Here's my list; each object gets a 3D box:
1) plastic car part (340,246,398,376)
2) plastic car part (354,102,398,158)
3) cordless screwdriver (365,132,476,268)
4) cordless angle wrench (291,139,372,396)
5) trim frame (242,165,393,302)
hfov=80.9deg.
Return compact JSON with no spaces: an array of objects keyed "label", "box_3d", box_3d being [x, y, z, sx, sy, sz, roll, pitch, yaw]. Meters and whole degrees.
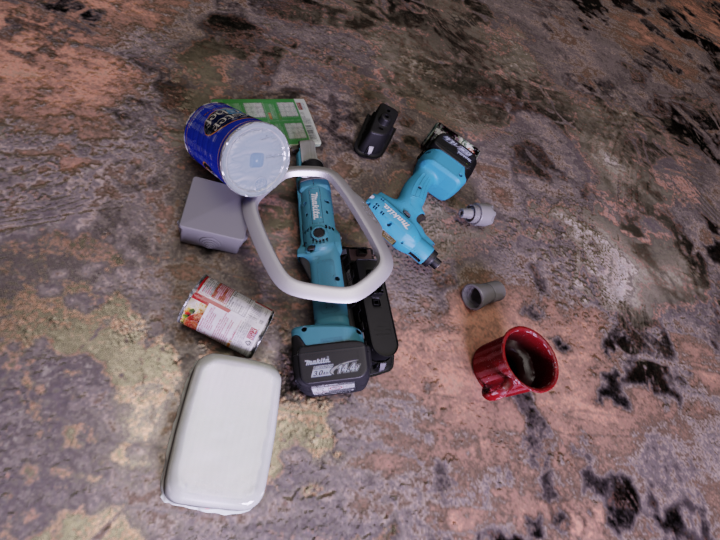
[{"label":"plastic car part","box_3d":[0.016,0.049,0.618,0.064,0.068,0.209,4,63,-28]},{"label":"plastic car part","box_3d":[0.037,-0.270,0.797,0.065,0.071,0.117,26,54,-6]},{"label":"cordless screwdriver","box_3d":[0.124,-0.125,0.747,0.161,0.074,0.246,40,60,4]},{"label":"cordless angle wrench","box_3d":[-0.062,-0.040,0.629,0.098,0.072,0.437,-8,59,-2]},{"label":"trim frame","box_3d":[-0.060,-0.059,0.589,0.180,0.027,0.260,-20,58,-18]}]
